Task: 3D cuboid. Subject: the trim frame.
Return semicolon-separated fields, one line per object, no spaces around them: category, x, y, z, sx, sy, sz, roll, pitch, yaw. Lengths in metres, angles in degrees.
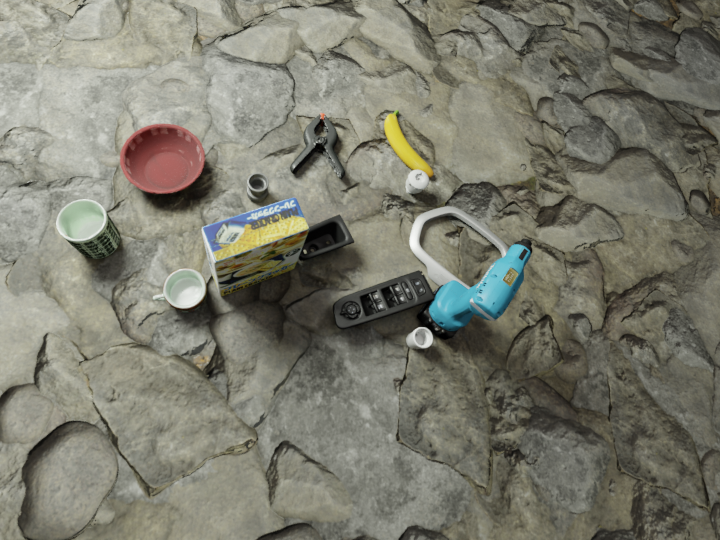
trim frame;0.221;-0.037;0.923;0.251;0.027;0.183;38;68;5

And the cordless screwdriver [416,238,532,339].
cordless screwdriver;0.208;0.037;0.773;0.075;0.249;0.158;40;67;0

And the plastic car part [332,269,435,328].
plastic car part;0.037;0.063;0.830;0.199;0.067;0.068;-17;76;-17

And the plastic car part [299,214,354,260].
plastic car part;-0.083;-0.054;0.851;0.114;0.071;0.067;-24;78;-19
